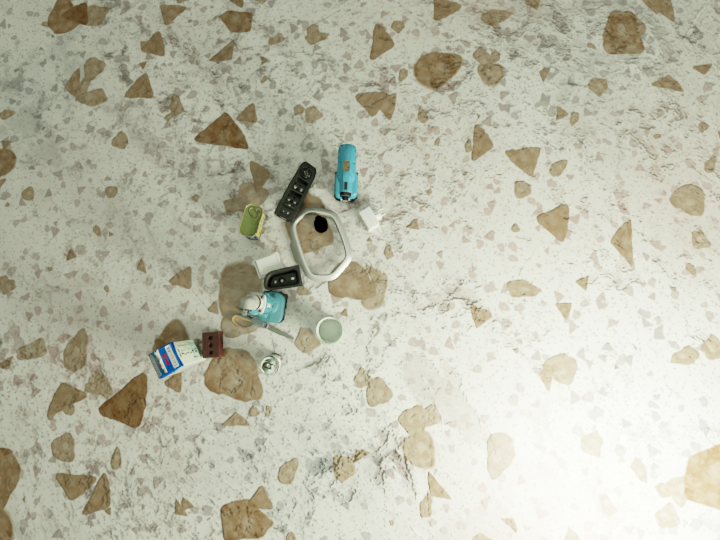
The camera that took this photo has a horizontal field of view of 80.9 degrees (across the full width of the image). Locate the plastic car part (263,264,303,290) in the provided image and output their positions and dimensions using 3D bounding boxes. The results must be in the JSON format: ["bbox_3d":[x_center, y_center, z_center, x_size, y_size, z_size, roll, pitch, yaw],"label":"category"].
[{"bbox_3d":[-0.238,0.028,1.305,0.117,0.070,0.067,-11,82,0],"label":"plastic car part"}]

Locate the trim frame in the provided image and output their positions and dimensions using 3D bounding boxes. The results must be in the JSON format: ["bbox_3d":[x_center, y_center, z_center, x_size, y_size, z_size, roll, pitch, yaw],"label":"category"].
[{"bbox_3d":[-0.131,-0.086,1.340,0.184,0.027,0.252,-20,80,-1],"label":"trim frame"}]

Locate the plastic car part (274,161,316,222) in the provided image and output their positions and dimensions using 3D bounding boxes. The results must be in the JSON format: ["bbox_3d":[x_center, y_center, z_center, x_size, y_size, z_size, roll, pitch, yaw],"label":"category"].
[{"bbox_3d":[-0.201,-0.249,1.352,0.067,0.066,0.203,25,83,3],"label":"plastic car part"}]

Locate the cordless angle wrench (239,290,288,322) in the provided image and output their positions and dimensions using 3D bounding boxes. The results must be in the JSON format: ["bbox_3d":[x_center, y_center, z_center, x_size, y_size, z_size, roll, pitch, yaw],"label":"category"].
[{"bbox_3d":[-0.258,0.091,1.119,0.074,0.419,0.098,8,83,-2],"label":"cordless angle wrench"}]

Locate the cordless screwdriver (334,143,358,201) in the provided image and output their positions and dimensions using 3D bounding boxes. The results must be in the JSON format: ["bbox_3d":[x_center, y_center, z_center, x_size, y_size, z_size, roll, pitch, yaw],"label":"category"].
[{"bbox_3d":[-0.043,-0.255,1.254,0.074,0.246,0.160,3,83,-2],"label":"cordless screwdriver"}]
